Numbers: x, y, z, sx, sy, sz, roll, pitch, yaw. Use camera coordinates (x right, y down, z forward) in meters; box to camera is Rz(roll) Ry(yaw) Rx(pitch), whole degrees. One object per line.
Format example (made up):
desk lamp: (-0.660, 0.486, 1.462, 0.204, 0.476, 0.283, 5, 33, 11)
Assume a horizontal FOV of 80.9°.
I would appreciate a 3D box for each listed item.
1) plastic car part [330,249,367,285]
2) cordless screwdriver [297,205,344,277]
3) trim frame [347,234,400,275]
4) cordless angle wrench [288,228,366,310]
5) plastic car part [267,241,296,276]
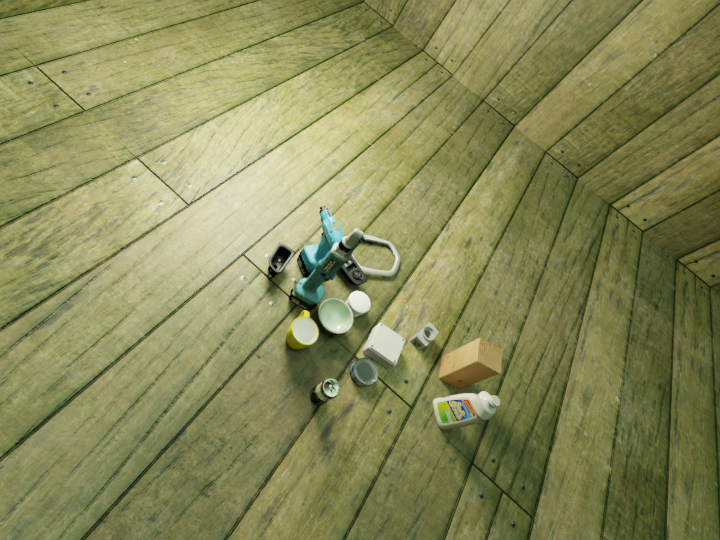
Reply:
plastic car part: (-0.059, -0.025, 1.522, 0.065, 0.067, 0.207, -31, 76, -38)
cordless screwdriver: (-0.138, -0.090, 1.409, 0.071, 0.250, 0.164, -9, 66, -33)
trim frame: (0.047, -0.063, 1.624, 0.240, 0.027, 0.190, 7, 57, -22)
cordless angle wrench: (-0.100, -0.005, 1.258, 0.097, 0.426, 0.075, 34, 51, -9)
plastic car part: (-0.277, -0.027, 1.414, 0.065, 0.071, 0.117, 33, 51, -7)
